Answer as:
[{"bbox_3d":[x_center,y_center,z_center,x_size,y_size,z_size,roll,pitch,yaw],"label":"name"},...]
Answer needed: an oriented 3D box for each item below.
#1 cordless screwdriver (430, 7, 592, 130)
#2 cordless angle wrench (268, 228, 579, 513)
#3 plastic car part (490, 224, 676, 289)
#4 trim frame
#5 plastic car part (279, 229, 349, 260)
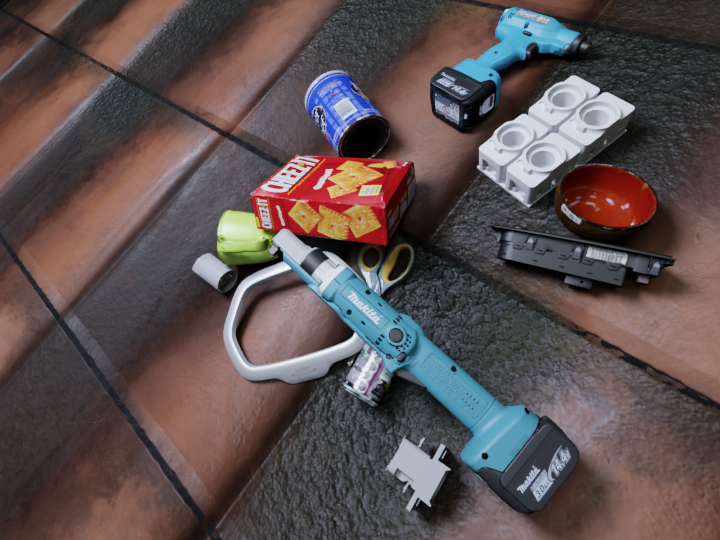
[{"bbox_3d":[0.246,-0.338,0.710,0.247,0.071,0.167,-44,60,-10],"label":"cordless screwdriver"},{"bbox_3d":[0.043,0.086,0.518,0.438,0.072,0.097,41,81,18],"label":"cordless angle wrench"},{"bbox_3d":[0.272,-0.016,0.554,0.212,0.064,0.067,20,99,25],"label":"plastic car part"},{"bbox_3d":[-0.100,0.072,0.640,0.252,0.026,0.189,-19,68,13],"label":"trim frame"},{"bbox_3d":[-0.066,-0.043,0.676,0.119,0.069,0.067,-1,29,12],"label":"plastic car part"}]
